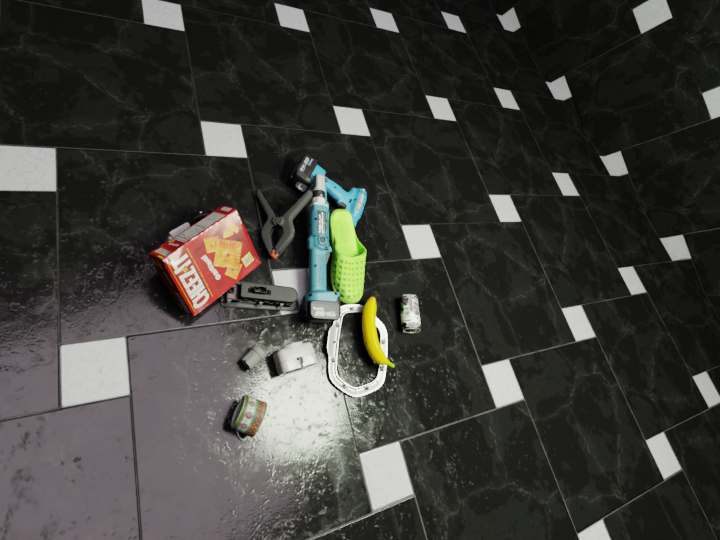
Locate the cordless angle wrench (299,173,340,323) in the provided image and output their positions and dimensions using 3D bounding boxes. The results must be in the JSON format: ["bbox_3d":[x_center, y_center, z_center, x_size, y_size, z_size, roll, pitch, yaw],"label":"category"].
[{"bbox_3d":[-0.113,-0.074,1.152,0.094,0.076,0.431,7,69,-26],"label":"cordless angle wrench"}]

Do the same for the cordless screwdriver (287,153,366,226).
[{"bbox_3d":[-0.101,-0.229,1.278,0.241,0.076,0.161,29,57,-16],"label":"cordless screwdriver"}]

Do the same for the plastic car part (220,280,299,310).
[{"bbox_3d":[-0.243,0.058,1.061,0.195,0.067,0.068,10,55,-26],"label":"plastic car part"}]

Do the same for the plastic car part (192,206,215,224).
[{"bbox_3d":[-0.370,-0.120,1.067,0.110,0.066,0.074,54,10,-40],"label":"plastic car part"}]

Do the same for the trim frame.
[{"bbox_3d":[-0.007,0.206,1.123,0.179,0.028,0.253,18,60,-17],"label":"trim frame"}]
